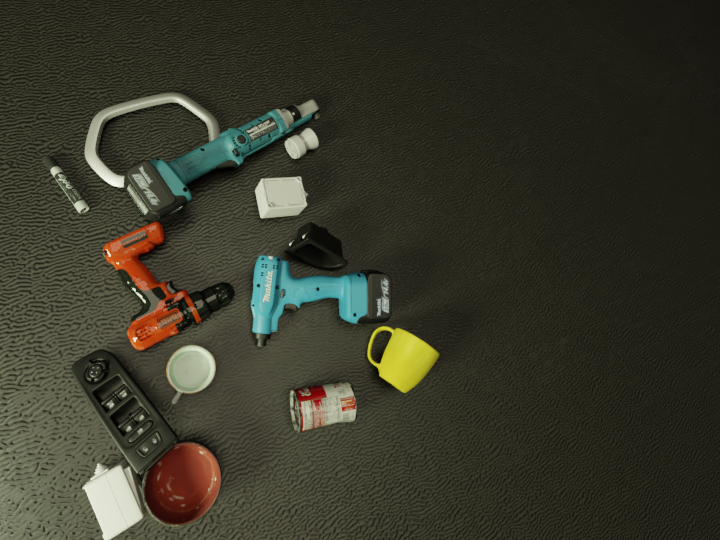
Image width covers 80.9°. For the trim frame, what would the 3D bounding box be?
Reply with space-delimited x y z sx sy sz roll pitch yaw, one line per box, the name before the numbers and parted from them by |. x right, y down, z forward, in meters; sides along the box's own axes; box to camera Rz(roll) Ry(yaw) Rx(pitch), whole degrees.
trim frame | -0.389 -0.247 0.802 0.243 0.028 0.187 -25 80 -22

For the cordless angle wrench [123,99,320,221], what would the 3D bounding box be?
cordless angle wrench | -0.235 -0.238 0.805 0.416 0.077 0.096 -40 104 -29

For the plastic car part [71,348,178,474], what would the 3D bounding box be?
plastic car part | -0.354 0.202 0.636 0.209 0.065 0.066 42 71 16

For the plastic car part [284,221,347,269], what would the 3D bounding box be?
plastic car part | -0.078 -0.051 0.799 0.110 0.068 0.073 25 51 -40

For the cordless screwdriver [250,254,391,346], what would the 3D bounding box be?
cordless screwdriver | -0.073 0.063 0.765 0.245 0.075 0.160 6 85 -10
